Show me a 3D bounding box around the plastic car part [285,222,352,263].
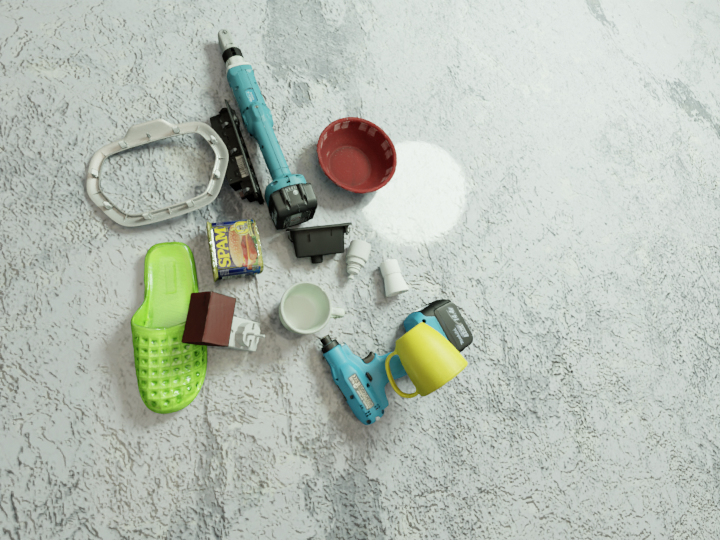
[{"bbox_3d":[-0.076,-0.049,0.773,0.114,0.067,0.071,-10,93,-13],"label":"plastic car part"}]

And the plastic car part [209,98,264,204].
[{"bbox_3d":[-0.234,-0.215,0.784,0.068,0.064,0.206,-17,80,7],"label":"plastic car part"}]

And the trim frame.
[{"bbox_3d":[-0.353,-0.176,0.737,0.247,0.027,0.188,-18,76,-4],"label":"trim frame"}]

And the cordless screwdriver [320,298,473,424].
[{"bbox_3d":[0.060,0.131,0.743,0.245,0.074,0.161,-32,84,-16],"label":"cordless screwdriver"}]

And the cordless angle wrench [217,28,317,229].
[{"bbox_3d":[-0.194,-0.284,0.796,0.073,0.098,0.432,-19,76,-17],"label":"cordless angle wrench"}]
